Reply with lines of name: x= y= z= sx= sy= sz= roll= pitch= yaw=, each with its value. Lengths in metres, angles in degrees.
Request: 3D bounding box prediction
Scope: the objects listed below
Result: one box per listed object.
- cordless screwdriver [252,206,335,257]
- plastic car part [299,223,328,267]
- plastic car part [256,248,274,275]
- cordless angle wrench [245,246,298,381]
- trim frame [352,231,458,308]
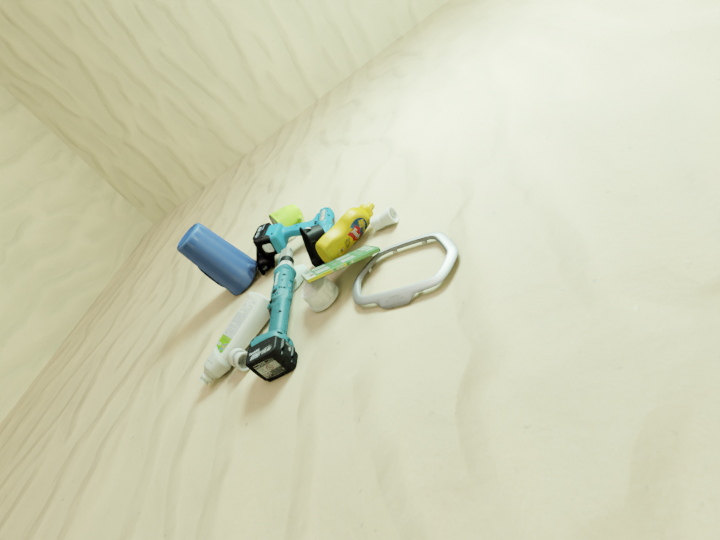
cordless screwdriver: x=-0.196 y=-0.102 z=1.253 sx=0.253 sy=0.071 sz=0.163 roll=-16 pitch=35 yaw=14
plastic car part: x=-0.110 y=-0.072 z=1.123 sx=0.069 sy=0.113 sz=0.069 roll=-24 pitch=21 yaw=-20
plastic car part: x=-0.305 y=-0.053 z=1.373 sx=0.067 sy=0.064 sz=0.210 roll=-13 pitch=32 yaw=0
cordless angle wrench: x=-0.197 y=0.070 z=1.043 sx=0.099 sy=0.071 sz=0.436 roll=-31 pitch=33 yaw=19
trim frame: x=0.085 y=0.000 z=0.869 sx=0.257 sy=0.026 sz=0.186 roll=-17 pitch=36 yaw=34
